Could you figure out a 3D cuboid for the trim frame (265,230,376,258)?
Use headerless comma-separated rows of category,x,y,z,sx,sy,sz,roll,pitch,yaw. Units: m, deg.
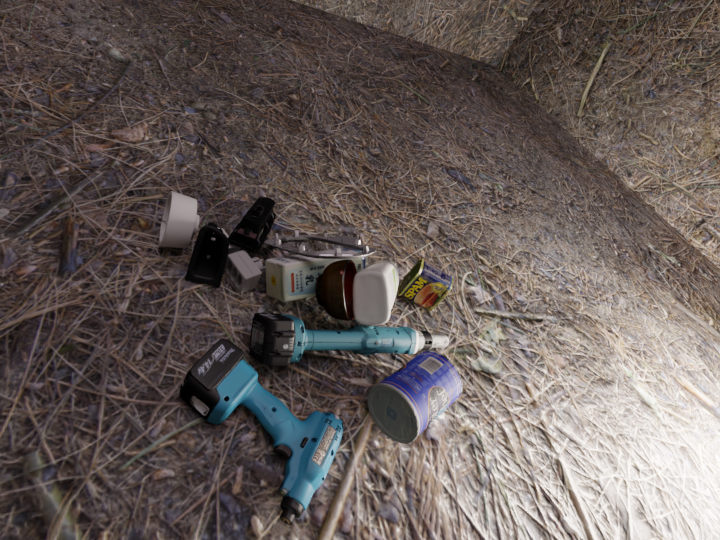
trim frame,-0.086,-0.056,0.876,0.176,0.027,0.262,-9,16,-44

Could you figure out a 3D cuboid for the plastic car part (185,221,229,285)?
plastic car part,-0.284,-0.040,0.800,0.064,0.115,0.074,14,20,-19

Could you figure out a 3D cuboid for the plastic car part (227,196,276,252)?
plastic car part,-0.224,-0.111,0.906,0.066,0.066,0.206,13,24,-4

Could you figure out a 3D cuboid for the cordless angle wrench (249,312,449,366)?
cordless angle wrench,0.006,0.129,0.791,0.404,0.102,0.074,6,89,-30

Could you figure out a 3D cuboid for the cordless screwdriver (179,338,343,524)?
cordless screwdriver,-0.153,0.227,0.618,0.250,0.074,0.159,34,41,1
